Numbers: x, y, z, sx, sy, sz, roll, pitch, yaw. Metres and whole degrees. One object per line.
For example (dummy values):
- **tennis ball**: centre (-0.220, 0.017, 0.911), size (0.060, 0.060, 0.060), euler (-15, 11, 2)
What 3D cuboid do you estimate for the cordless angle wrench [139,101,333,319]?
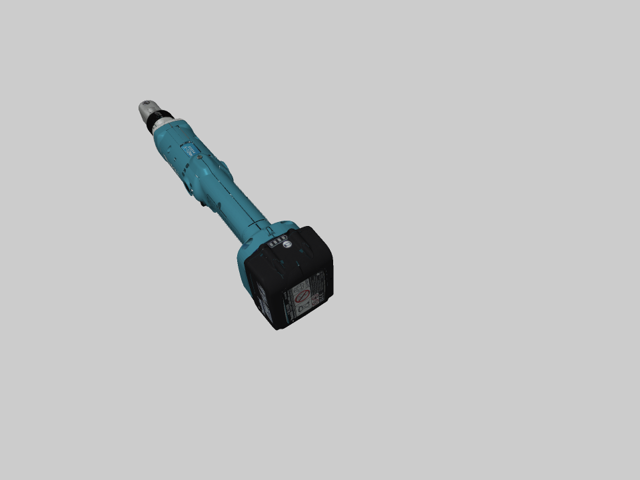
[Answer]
- **cordless angle wrench**: centre (-0.139, -0.073, 0.523), size (0.074, 0.098, 0.422), euler (-30, 55, -21)
